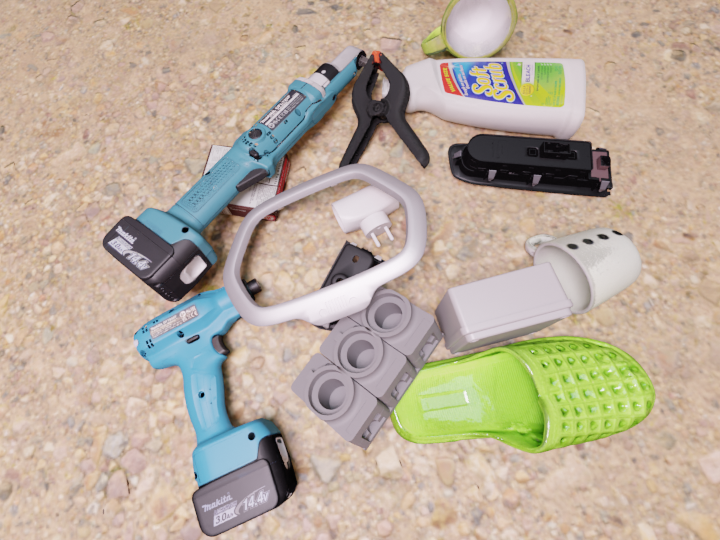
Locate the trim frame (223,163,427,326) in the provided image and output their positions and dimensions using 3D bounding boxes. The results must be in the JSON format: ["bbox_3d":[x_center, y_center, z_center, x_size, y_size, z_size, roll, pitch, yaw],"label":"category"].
[{"bbox_3d":[-0.047,-0.031,0.484,0.250,0.026,0.192,-22,58,7],"label":"trim frame"}]

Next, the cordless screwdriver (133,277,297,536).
[{"bbox_3d":[-0.144,0.136,0.477,0.158,0.072,0.258,-30,67,-5],"label":"cordless screwdriver"}]

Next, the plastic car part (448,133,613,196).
[{"bbox_3d":[0.216,-0.138,0.536,0.207,0.065,0.067,6,80,10],"label":"plastic car part"}]

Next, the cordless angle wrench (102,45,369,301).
[{"bbox_3d":[-0.126,-0.152,0.534,0.102,0.072,0.421,31,71,18],"label":"cordless angle wrench"}]

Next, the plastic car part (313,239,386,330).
[{"bbox_3d":[-0.018,0.016,0.503,0.068,0.069,0.116,27,73,13],"label":"plastic car part"}]
